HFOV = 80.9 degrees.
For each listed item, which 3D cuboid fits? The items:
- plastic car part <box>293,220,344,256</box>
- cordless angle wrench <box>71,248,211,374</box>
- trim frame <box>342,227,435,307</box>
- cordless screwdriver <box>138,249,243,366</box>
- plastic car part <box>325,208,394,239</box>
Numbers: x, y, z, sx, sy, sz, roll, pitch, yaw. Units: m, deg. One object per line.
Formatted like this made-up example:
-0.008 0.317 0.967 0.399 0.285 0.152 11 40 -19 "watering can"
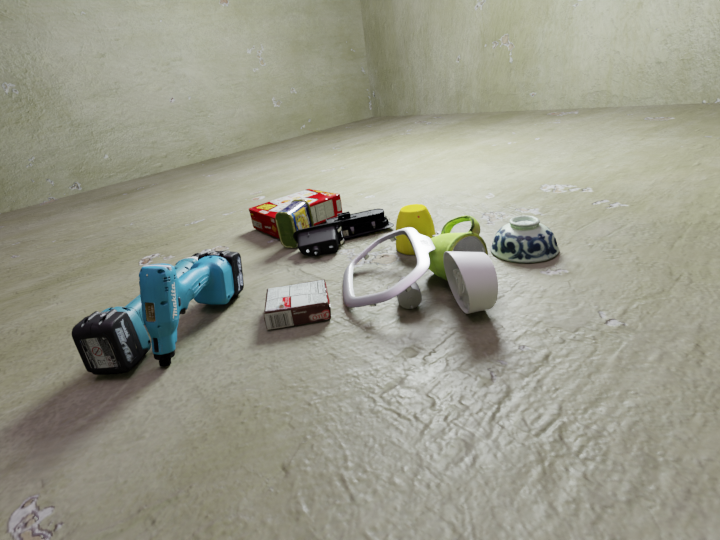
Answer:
-0.096 -0.063 0.979 0.117 0.063 0.073 -12 38 2 "plastic car part"
-0.379 0.039 0.829 0.075 0.095 0.428 -9 22 7 "cordless angle wrench"
0.047 -0.010 0.773 0.186 0.027 0.254 -32 21 12 "trim frame"
-0.292 0.051 0.748 0.076 0.157 0.246 0 10 11 "cordless screwdriver"
-0.020 -0.116 1.057 0.201 0.066 0.068 -9 16 -6 "plastic car part"
